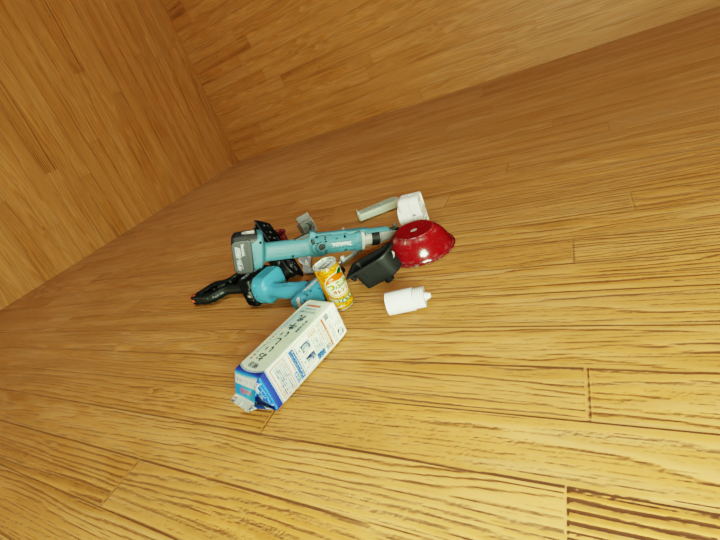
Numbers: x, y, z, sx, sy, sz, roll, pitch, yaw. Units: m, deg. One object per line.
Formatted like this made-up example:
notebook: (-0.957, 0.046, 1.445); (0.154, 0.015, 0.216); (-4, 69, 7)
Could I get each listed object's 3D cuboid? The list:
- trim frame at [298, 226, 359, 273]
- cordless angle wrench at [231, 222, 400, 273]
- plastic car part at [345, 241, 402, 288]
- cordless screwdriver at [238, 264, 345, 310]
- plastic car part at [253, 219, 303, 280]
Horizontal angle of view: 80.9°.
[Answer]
trim frame: (-0.083, -0.061, 1.168); (0.187, 0.026, 0.254); (-19, 28, 12)
cordless angle wrench: (-0.102, -0.067, 1.046); (0.417, 0.096, 0.077); (-8, 18, -10)
plastic car part: (0.038, -0.002, 0.904); (0.119, 0.069, 0.066); (-27, 20, 30)
cordless screwdriver: (-0.165, 0.030, 1.014); (0.261, 0.072, 0.157); (5, 35, 39)
plastic car part: (-0.231, -0.049, 1.135); (0.067, 0.063, 0.212); (-48, 63, 10)
